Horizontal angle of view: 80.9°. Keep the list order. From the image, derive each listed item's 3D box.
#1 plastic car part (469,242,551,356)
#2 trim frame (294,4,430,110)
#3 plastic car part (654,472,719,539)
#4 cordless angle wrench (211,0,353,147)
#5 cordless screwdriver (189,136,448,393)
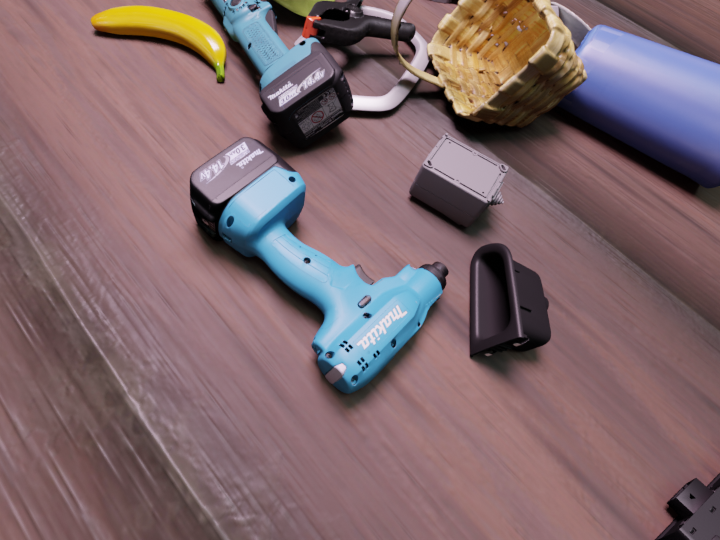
[{"bbox_3d":[0.154,0.032,0.421,0.069,0.066,0.118,23,55,-16],"label":"plastic car part"},{"bbox_3d":[-0.002,-0.308,0.605,0.186,0.027,0.249,27,62,6],"label":"trim frame"},{"bbox_3d":[0.306,0.202,0.346,0.199,0.064,0.071,-22,42,-18],"label":"plastic car part"},{"bbox_3d":[-0.153,-0.341,0.570,0.098,0.071,0.441,-34,64,4],"label":"cordless angle wrench"},{"bbox_3d":[-0.040,-0.026,0.414,0.157,0.074,0.255,-39,77,-26],"label":"cordless screwdriver"}]
